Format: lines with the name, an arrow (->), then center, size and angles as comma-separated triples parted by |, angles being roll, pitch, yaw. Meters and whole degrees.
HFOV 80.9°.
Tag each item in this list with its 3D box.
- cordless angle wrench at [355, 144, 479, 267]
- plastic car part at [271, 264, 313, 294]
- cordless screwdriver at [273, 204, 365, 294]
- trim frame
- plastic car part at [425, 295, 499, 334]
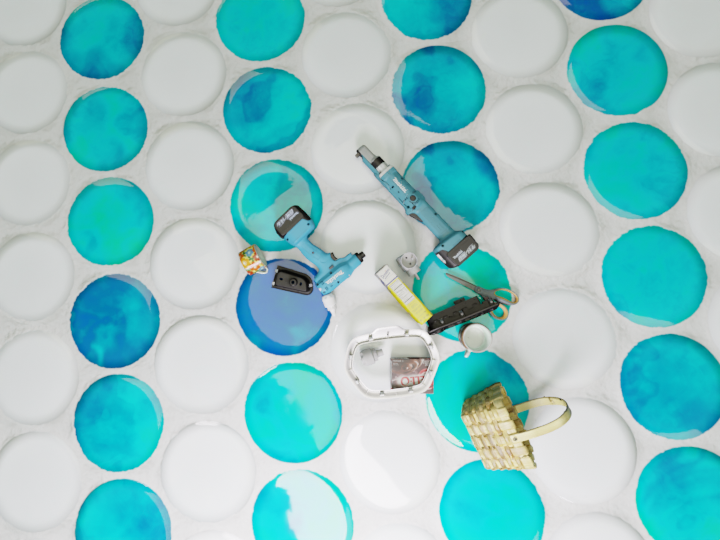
cordless angle wrench -> 0.140, -0.190, 1.159 | 0.098, 0.073, 0.430 | -41, 81, -2
plastic car part -> -0.188, 0.030, 1.159 | 0.118, 0.070, 0.066 | 14, 88, 7
cordless screwdriver -> -0.114, -0.074, 1.164 | 0.159, 0.074, 0.250 | -39, 88, -1
trim frame -> 0.082, 0.238, 1.100 | 0.250, 0.027, 0.185 | -7, 84, 3
plastic car part -> 0.258, 0.114, 1.116 | 0.204, 0.064, 0.069 | -28, 76, 7
